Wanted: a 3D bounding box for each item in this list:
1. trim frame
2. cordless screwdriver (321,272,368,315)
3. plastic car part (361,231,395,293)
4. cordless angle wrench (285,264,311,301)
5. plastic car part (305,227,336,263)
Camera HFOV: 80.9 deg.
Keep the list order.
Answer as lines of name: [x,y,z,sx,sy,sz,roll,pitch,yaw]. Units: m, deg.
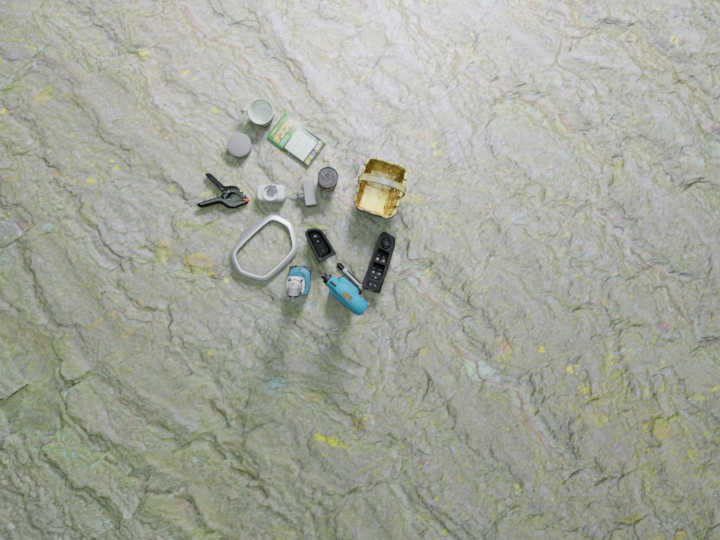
trim frame: [-0.326,-0.076,1.439,0.248,0.027,0.184,-44,90,-1]
cordless screwdriver: [-0.060,0.060,1.327,0.159,0.250,0.074,41,88,-4]
plastic car part: [0.063,-0.028,1.421,0.066,0.067,0.203,19,89,-3]
cordless angle wrench: [-0.186,0.039,1.240,0.074,0.425,0.098,4,92,-6]
plastic car part: [-0.139,-0.091,1.419,0.066,0.071,0.116,-29,91,-2]
